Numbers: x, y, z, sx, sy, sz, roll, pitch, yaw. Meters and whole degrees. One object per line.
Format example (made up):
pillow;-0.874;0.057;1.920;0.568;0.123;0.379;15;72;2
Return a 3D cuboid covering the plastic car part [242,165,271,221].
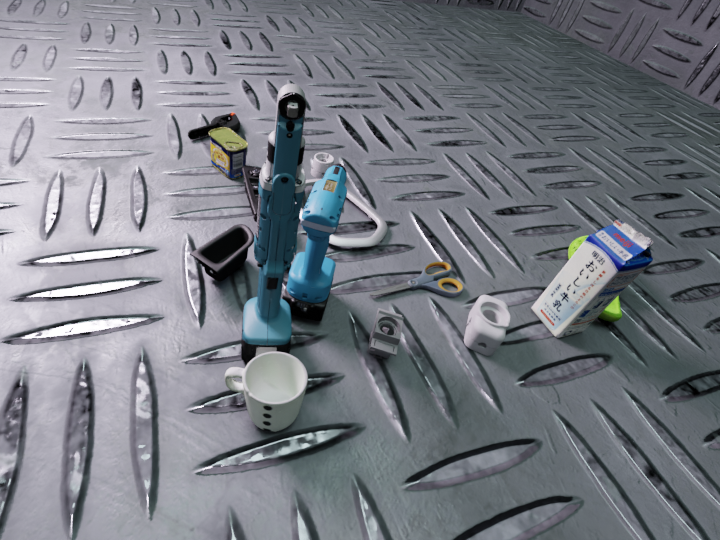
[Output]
plastic car part;-0.214;-0.158;0.909;0.064;0.066;0.213;-6;46;-21

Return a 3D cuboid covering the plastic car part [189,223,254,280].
plastic car part;-0.238;-0.024;0.761;0.068;0.069;0.115;30;46;16

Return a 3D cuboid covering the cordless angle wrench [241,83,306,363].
cordless angle wrench;-0.110;-0.030;0.543;0.073;0.415;0.102;4;44;-14

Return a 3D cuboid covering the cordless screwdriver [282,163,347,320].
cordless screwdriver;-0.068;-0.044;0.691;0.074;0.244;0.162;15;43;-2

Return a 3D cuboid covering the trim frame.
trim frame;-0.053;-0.131;0.944;0.179;0.027;0.260;-29;57;-35
